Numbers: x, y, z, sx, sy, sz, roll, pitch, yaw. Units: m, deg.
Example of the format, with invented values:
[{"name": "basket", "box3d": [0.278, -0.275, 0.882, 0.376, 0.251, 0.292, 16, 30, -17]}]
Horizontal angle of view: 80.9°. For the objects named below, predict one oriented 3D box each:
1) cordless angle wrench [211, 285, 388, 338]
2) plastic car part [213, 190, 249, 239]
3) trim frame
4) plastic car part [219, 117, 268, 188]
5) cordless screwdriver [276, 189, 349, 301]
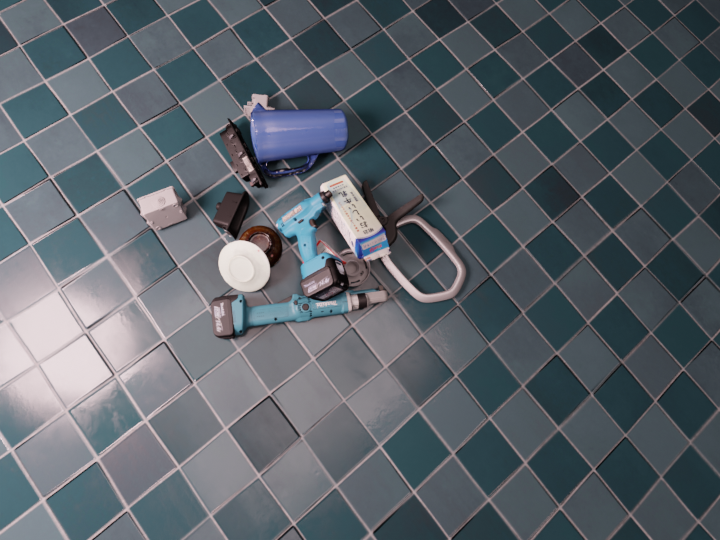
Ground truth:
[{"name": "cordless angle wrench", "box3d": [-0.136, 0.088, 1.011, 0.416, 0.074, 0.099, -7, 78, -10]}, {"name": "plastic car part", "box3d": [-0.329, -0.147, 1.057, 0.072, 0.064, 0.118, 12, 72, 9]}, {"name": "trim frame", "box3d": [0.161, -0.031, 1.094, 0.183, 0.027, 0.252, -41, 82, -13]}, {"name": "plastic car part", "box3d": [-0.309, -0.296, 1.096, 0.068, 0.064, 0.206, -26, 81, 13]}, {"name": "cordless screwdriver", "box3d": [-0.097, -0.063, 0.990, 0.161, 0.070, 0.259, -34, 61, 19]}]
